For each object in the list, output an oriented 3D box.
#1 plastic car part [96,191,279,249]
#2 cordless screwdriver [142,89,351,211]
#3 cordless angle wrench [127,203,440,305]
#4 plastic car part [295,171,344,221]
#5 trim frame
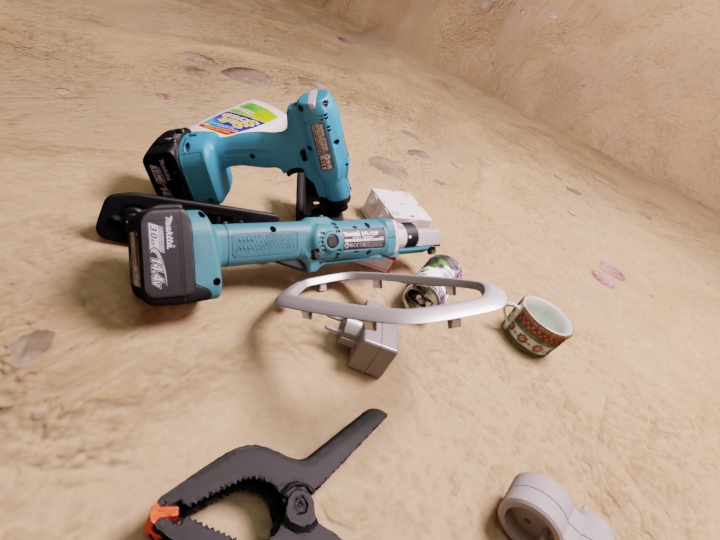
[{"bbox_3d":[-0.206,-0.061,0.514,0.195,0.065,0.070,5,29,-26],"label":"plastic car part"},{"bbox_3d":[-0.138,-0.128,0.551,0.253,0.152,0.076,-8,38,10],"label":"cordless screwdriver"},{"bbox_3d":[-0.051,-0.033,0.518,0.405,0.098,0.078,-7,4,-35],"label":"cordless angle wrench"},{"bbox_3d":[-0.065,-0.096,0.631,0.065,0.069,0.121,-2,50,-7],"label":"plastic car part"},{"bbox_3d":[0.023,0.026,0.449,0.261,0.027,0.177,2,12,38],"label":"trim frame"}]
